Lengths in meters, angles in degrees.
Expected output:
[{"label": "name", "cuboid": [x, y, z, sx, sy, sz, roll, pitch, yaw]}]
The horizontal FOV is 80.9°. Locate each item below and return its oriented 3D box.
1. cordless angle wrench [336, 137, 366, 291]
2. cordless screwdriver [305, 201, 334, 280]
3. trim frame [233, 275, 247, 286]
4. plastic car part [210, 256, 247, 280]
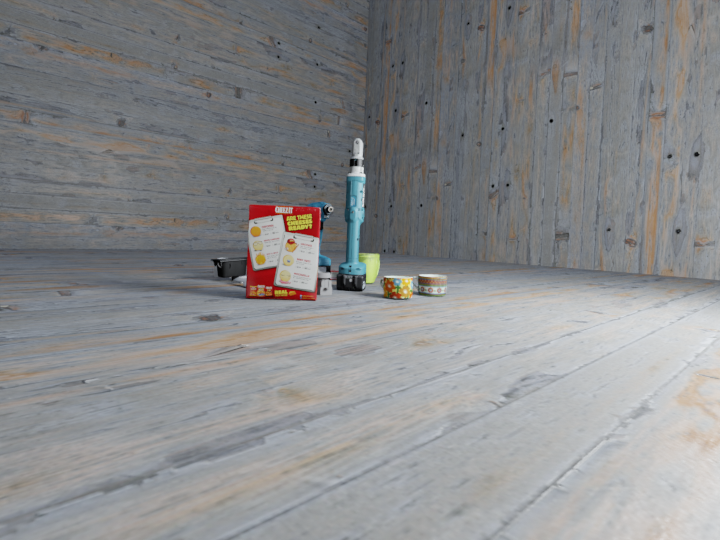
[{"label": "cordless angle wrench", "cuboid": [-0.017, -0.157, 1.185, 0.076, 0.422, 0.096, 3, 2, 10]}, {"label": "cordless screwdriver", "cuboid": [-0.123, -0.080, 1.258, 0.072, 0.248, 0.165, 2, 2, -26]}, {"label": "trim frame", "cuboid": [-0.242, 0.031, 1.189, 0.261, 0.027, 0.176, 5, 6, 33]}, {"label": "plastic car part", "cuboid": [-0.388, -0.004, 1.283, 0.111, 0.071, 0.069, -1, 5, -41]}]
